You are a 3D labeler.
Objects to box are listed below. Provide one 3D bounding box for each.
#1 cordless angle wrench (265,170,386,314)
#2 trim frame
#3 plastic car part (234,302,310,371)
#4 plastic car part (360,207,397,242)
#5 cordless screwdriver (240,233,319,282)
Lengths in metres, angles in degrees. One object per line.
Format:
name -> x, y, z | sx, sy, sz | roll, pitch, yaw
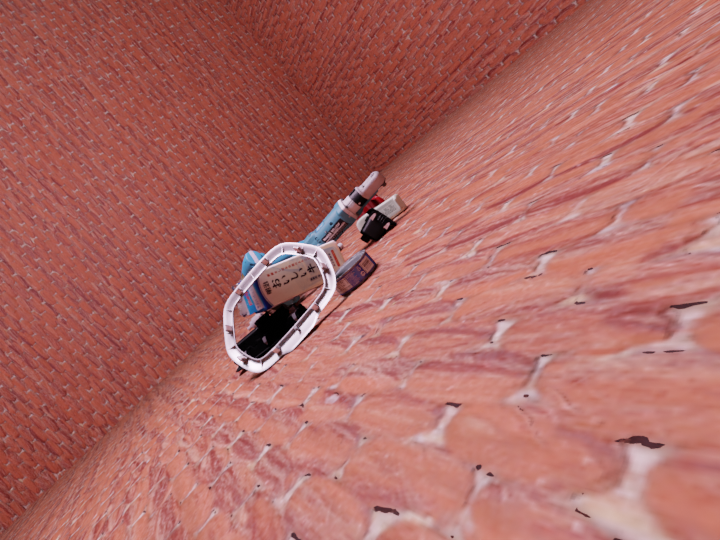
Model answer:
cordless angle wrench -> -0.095, -0.062, 0.976 | 0.425, 0.093, 0.078 | -47, 33, 19
trim frame -> -0.149, 0.057, 0.736 | 0.248, 0.194, 0.026 | -47, -33, 1
plastic car part -> -0.188, 0.128, 0.833 | 0.204, 0.065, 0.067 | -42, 14, 16
plastic car part -> 0.027, -0.095, 0.955 | 0.071, 0.065, 0.117 | -57, 7, -3
cordless screwdriver -> -0.202, -0.006, 1.125 | 0.241, 0.078, 0.157 | -19, -35, -33
